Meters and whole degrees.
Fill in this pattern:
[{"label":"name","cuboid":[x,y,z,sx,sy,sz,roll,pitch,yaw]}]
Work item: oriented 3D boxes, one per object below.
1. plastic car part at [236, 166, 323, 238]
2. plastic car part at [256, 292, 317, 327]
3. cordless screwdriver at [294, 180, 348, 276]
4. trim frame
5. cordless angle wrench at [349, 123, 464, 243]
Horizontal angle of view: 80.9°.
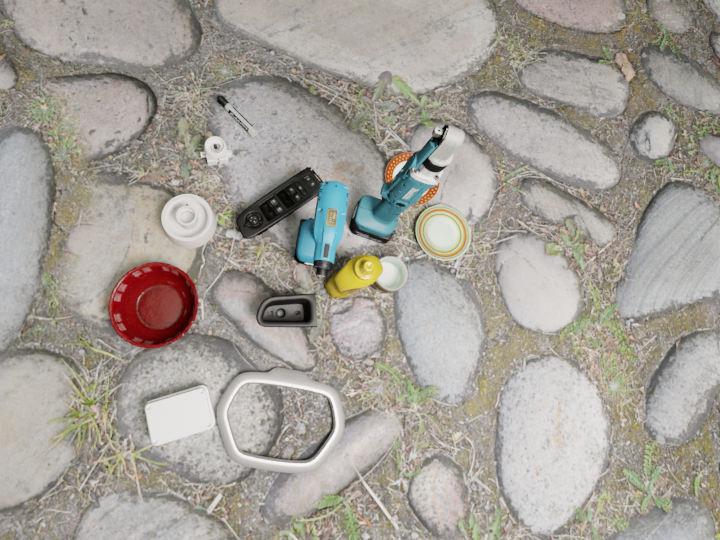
[{"label":"plastic car part","cuboid":[-0.172,-0.136,0.892,0.201,0.067,0.067,-36,87,-15]},{"label":"plastic car part","cuboid":[-0.149,0.083,0.840,0.115,0.071,0.067,-1,79,-11]},{"label":"cordless screwdriver","cuboid":[-0.077,-0.051,0.791,0.073,0.250,0.161,10,77,-12]},{"label":"trim frame","cuboid":[-0.151,0.285,0.813,0.246,0.027,0.186,10,75,-6]},{"label":"cordless angle wrench","cuboid":[0.074,-0.140,0.746,0.097,0.425,0.075,19,76,-10]}]
